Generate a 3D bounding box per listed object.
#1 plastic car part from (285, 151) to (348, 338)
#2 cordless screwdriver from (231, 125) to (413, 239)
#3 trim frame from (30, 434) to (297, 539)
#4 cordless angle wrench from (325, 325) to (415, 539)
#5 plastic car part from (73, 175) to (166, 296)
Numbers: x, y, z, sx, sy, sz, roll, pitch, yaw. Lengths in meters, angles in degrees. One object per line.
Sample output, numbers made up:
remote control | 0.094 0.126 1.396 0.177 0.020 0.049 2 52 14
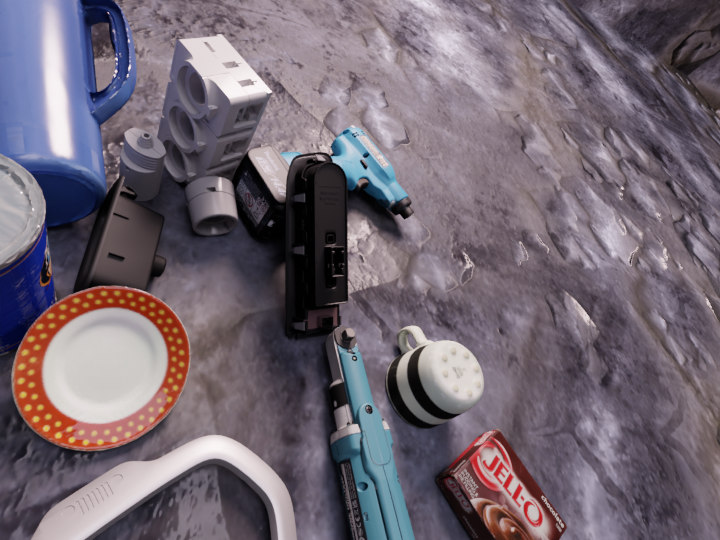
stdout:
plastic car part | -0.044 -0.029 0.448 0.064 0.069 0.203 -2 89 -27
cordless screwdriver | -0.037 -0.106 0.559 0.242 0.075 0.162 -29 77 -44
trim frame | -0.149 0.233 0.293 0.242 0.028 0.188 -29 76 -37
cordless angle wrench | 0.026 0.246 0.346 0.071 0.098 0.440 4 53 -29
plastic car part | -0.224 -0.019 0.409 0.067 0.067 0.120 19 54 -37
